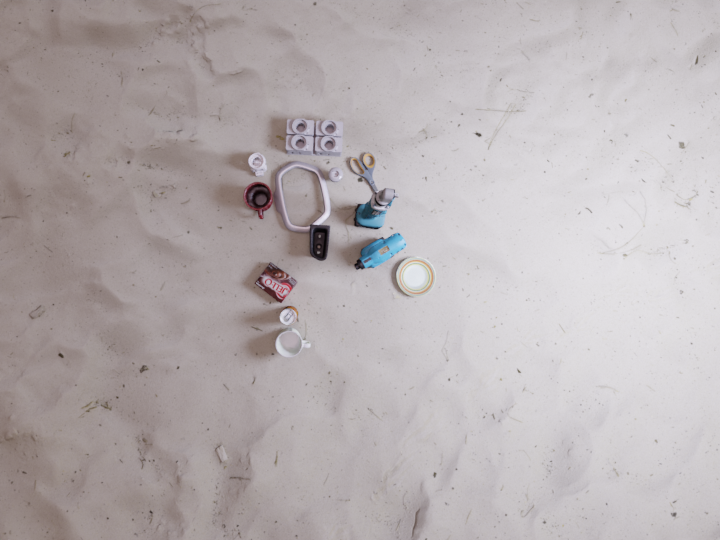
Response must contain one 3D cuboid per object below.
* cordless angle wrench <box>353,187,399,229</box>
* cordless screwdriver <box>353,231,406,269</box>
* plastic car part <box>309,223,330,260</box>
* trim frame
[{"bbox_3d":[0.045,-0.182,1.218,0.097,0.423,0.074,9,88,-5],"label":"cordless angle wrench"},{"bbox_3d":[0.043,-0.047,1.294,0.159,0.249,0.074,-31,91,-4],"label":"cordless screwdriver"},{"bbox_3d":[-0.136,-0.089,1.387,0.066,0.071,0.117,3,86,-3],"label":"plastic car part"},{"bbox_3d":[-0.199,-0.248,1.421,0.184,0.027,0.250,-13,85,-1],"label":"trim frame"}]
